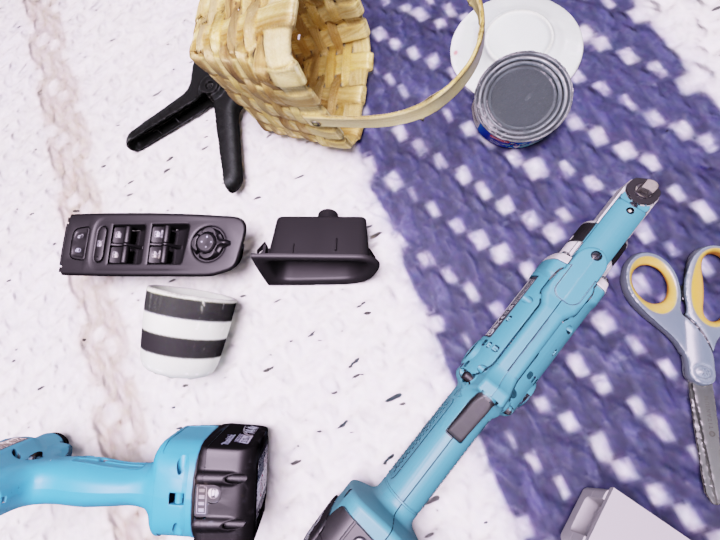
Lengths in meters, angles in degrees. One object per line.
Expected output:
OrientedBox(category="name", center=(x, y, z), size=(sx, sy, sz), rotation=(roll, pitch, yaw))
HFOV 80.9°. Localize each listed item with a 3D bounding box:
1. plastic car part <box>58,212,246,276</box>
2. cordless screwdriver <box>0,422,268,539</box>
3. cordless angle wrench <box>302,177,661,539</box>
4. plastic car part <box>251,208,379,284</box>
OrientedBox(category="plastic car part", center=(-0.209, -0.021, 0.443), size=(0.208, 0.064, 0.067), rotation=(-1, 71, 15))
OrientedBox(category="cordless screwdriver", center=(-0.208, 0.177, 0.377), size=(0.247, 0.159, 0.075), rotation=(2, 82, -5))
OrientedBox(category="cordless angle wrench", center=(0.112, 0.086, 0.348), size=(0.077, 0.095, 0.422), rotation=(39, 83, 14))
OrientedBox(category="plastic car part", center=(-0.041, -0.027, 0.420), size=(0.118, 0.063, 0.073), rotation=(-3, 63, 7))
